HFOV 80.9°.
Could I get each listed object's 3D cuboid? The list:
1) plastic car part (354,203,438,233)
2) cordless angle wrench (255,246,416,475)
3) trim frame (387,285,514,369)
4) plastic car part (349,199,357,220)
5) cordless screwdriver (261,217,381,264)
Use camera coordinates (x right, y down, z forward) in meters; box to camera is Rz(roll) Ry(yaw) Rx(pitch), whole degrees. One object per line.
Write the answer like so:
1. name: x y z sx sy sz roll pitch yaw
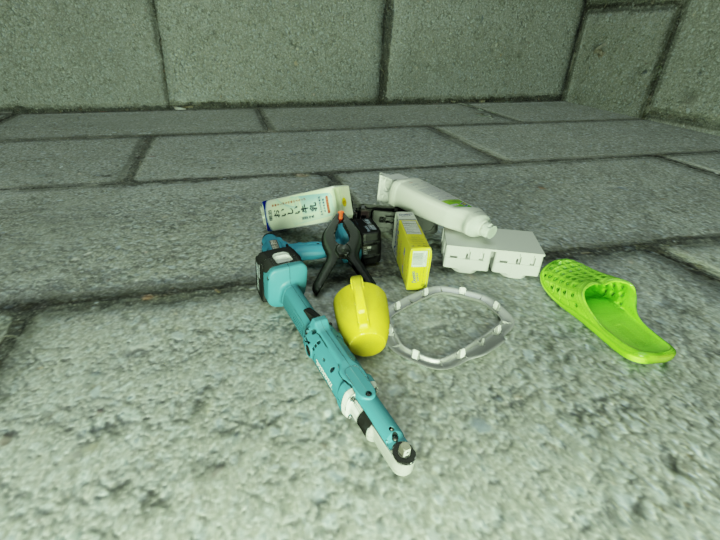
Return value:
1. plastic car part: 0.090 -0.122 1.011 0.202 0.066 0.067 4 2 -2
2. cordless angle wrench: -0.054 0.107 0.621 0.072 0.095 0.447 -13 37 -26
3. trim frame: 0.145 0.085 0.712 0.240 0.027 0.195 -20 37 -34
4. plastic car part: -0.065 -0.169 1.103 0.119 0.069 0.066 5 30 13
5. cordless screwdriver: -0.089 -0.058 0.912 0.244 0.072 0.167 -12 30 -14
